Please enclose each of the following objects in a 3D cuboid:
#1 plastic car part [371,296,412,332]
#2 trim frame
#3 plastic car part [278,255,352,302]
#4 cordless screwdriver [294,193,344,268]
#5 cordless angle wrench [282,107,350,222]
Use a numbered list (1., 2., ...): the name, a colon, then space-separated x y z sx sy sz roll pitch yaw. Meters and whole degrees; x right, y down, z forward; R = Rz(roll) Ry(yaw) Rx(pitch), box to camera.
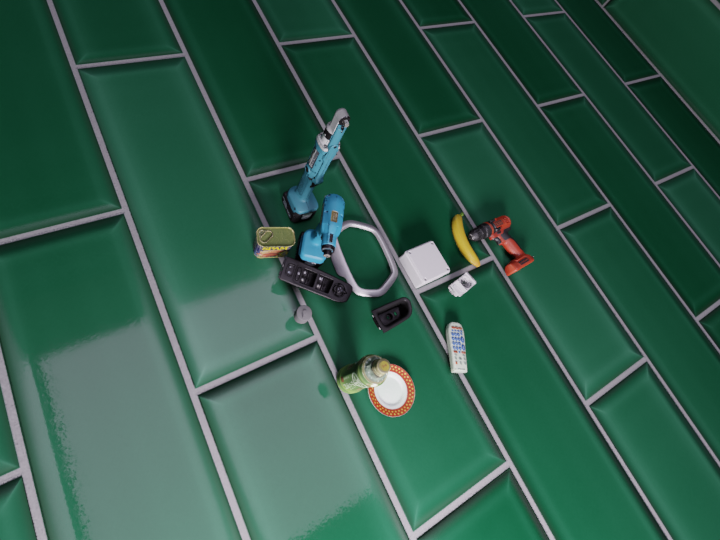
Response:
1. plastic car part: 0.081 0.123 1.149 0.113 0.071 0.067 -23 77 -27
2. trim frame: 0.007 -0.038 1.228 0.179 0.027 0.255 -16 71 -24
3. plastic car part: -0.122 0.035 1.129 0.200 0.067 0.067 21 62 -8
4. cordless screwdriver: -0.106 -0.069 1.079 0.072 0.250 0.162 14 64 -17
5. cordless angle wrench: -0.111 -0.258 1.067 0.072 0.425 0.100 -16 76 -27
